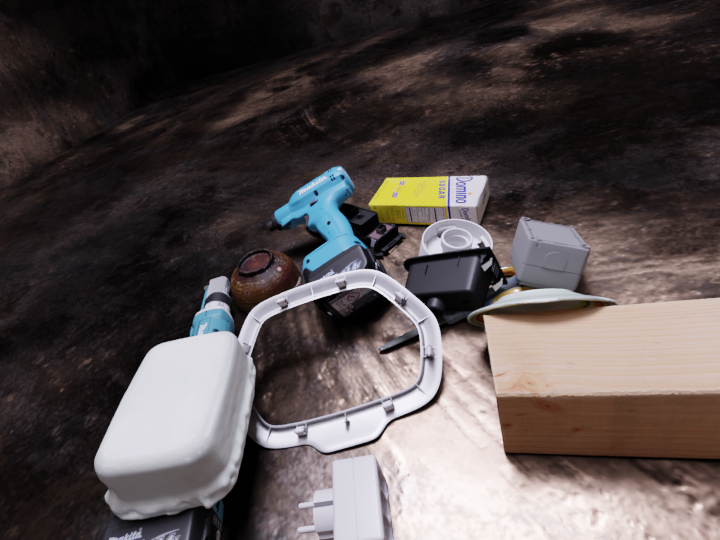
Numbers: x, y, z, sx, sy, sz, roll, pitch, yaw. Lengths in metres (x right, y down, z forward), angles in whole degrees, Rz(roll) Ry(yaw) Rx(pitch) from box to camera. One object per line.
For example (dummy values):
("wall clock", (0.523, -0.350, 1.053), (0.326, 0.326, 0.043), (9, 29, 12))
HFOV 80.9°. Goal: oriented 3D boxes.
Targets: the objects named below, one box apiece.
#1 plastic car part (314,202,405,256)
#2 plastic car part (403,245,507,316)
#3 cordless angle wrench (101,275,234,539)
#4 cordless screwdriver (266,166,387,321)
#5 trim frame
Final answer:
("plastic car part", (-0.027, -0.083, 0.719), (0.215, 0.064, 0.066), (20, 56, 45))
("plastic car part", (0.102, 0.021, 0.503), (0.121, 0.063, 0.071), (-9, 43, 36))
("cordless angle wrench", (-0.195, 0.135, 0.519), (0.098, 0.071, 0.439), (-18, 34, 2))
("cordless screwdriver", (-0.061, -0.040, 0.627), (0.161, 0.070, 0.260), (-31, 46, 13))
("trim frame", (-0.035, 0.096, 0.468), (0.250, 0.026, 0.190), (-18, 65, 5))
